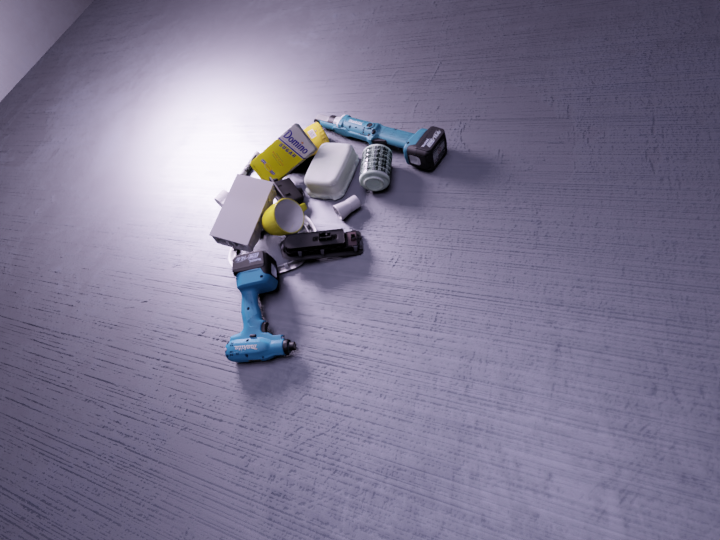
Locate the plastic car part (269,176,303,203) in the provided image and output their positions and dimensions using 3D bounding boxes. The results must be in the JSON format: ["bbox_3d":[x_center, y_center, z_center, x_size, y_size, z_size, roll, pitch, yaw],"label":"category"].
[{"bbox_3d":[-0.195,-0.211,1.162,0.070,0.064,0.122,-29,57,-18],"label":"plastic car part"}]

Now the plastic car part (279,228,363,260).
[{"bbox_3d":[-0.099,-0.065,1.017,0.206,0.064,0.068,-7,68,8],"label":"plastic car part"}]

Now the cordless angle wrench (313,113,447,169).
[{"bbox_3d":[0.032,-0.384,1.181,0.446,0.070,0.098,27,71,33],"label":"cordless angle wrench"}]

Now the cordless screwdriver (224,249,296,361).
[{"bbox_3d":[-0.223,0.079,0.969,0.163,0.071,0.255,-9,66,14],"label":"cordless screwdriver"}]

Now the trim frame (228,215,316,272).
[{"bbox_3d":[-0.233,-0.068,1.101,0.252,0.026,0.191,-16,55,11],"label":"trim frame"}]
